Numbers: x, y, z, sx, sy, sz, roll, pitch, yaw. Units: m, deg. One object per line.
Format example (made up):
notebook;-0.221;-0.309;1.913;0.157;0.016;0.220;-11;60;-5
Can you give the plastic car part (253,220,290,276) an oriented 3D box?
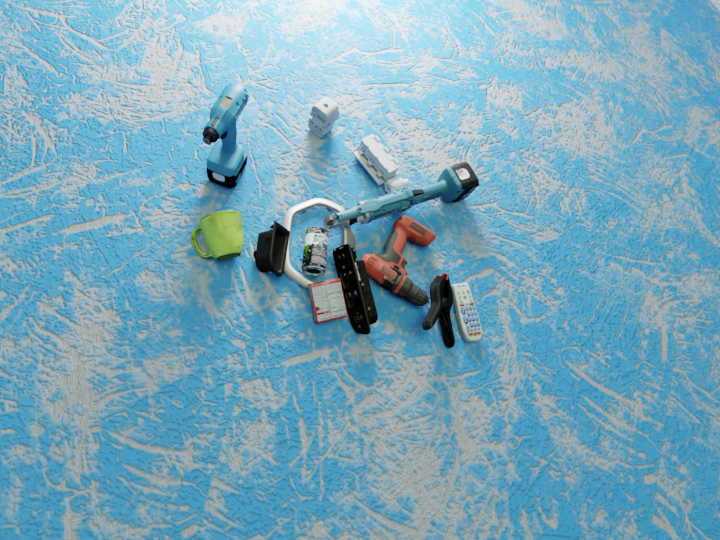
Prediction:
plastic car part;-0.211;-0.045;0.966;0.074;0.062;0.118;-2;70;27

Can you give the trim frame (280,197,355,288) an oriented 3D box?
trim frame;-0.099;-0.065;1.017;0.181;0.027;0.255;3;64;-9

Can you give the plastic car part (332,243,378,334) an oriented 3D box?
plastic car part;-0.007;0.043;0.957;0.064;0.068;0.206;-1;75;-45

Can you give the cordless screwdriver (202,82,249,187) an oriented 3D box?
cordless screwdriver;-0.307;-0.275;0.945;0.074;0.248;0.161;21;60;-7

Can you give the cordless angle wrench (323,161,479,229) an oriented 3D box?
cordless angle wrench;0.099;-0.175;1.064;0.414;0.097;0.076;-20;75;-18
